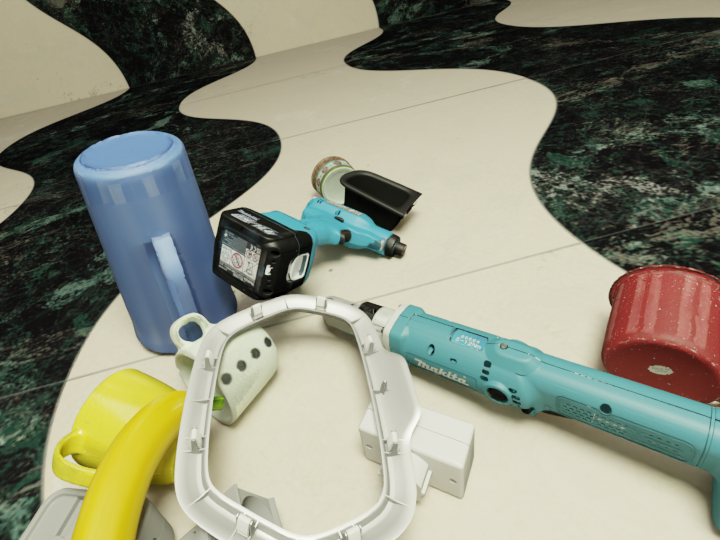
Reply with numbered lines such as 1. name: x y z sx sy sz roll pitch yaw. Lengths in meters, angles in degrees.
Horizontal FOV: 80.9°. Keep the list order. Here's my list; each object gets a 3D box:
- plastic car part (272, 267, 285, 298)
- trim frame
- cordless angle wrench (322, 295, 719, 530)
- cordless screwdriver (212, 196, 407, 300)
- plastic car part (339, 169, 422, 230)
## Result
1. plastic car part: -0.151 -0.030 0.621 0.064 0.065 0.215 -15 36 -31
2. trim frame: -0.048 0.099 0.343 0.182 0.027 0.258 -1 34 -8
3. cordless angle wrench: 0.128 0.088 0.360 0.446 0.094 0.073 15 46 37
4. cordless screwdriver: -0.052 -0.034 0.528 0.166 0.073 0.242 24 25 21
5. plastic car part: 0.023 -0.102 0.651 0.121 0.069 0.065 27 48 21
